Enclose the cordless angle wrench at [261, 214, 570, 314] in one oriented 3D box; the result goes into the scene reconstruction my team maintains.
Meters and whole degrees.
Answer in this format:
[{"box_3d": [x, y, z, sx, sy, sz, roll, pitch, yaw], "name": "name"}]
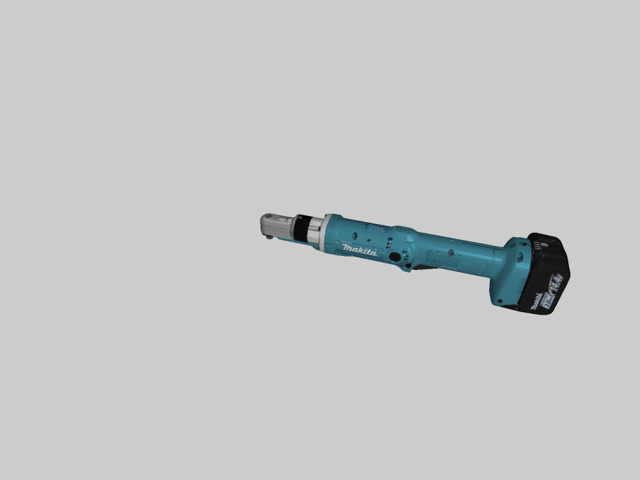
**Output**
[{"box_3d": [0.112, 0.011, 0.606, 0.423, 0.098, 0.074, 11, 37, 12], "name": "cordless angle wrench"}]
